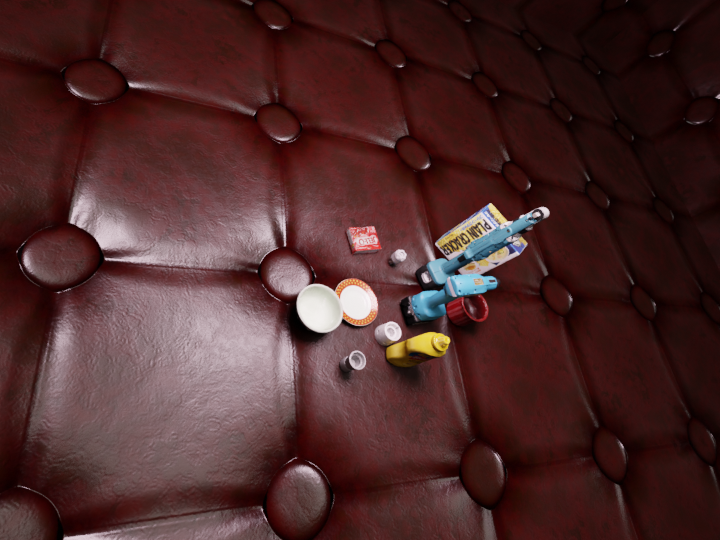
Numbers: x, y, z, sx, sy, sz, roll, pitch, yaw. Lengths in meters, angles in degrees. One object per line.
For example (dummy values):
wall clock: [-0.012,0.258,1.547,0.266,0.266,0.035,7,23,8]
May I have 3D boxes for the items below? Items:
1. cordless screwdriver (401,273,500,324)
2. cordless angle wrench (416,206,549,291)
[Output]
cordless screwdriver: [0.230,0.071,1.105,0.153,0.252,0.076,-3,70,-31]
cordless angle wrench: [0.308,-0.054,1.101,0.094,0.429,0.076,-15,76,-34]
